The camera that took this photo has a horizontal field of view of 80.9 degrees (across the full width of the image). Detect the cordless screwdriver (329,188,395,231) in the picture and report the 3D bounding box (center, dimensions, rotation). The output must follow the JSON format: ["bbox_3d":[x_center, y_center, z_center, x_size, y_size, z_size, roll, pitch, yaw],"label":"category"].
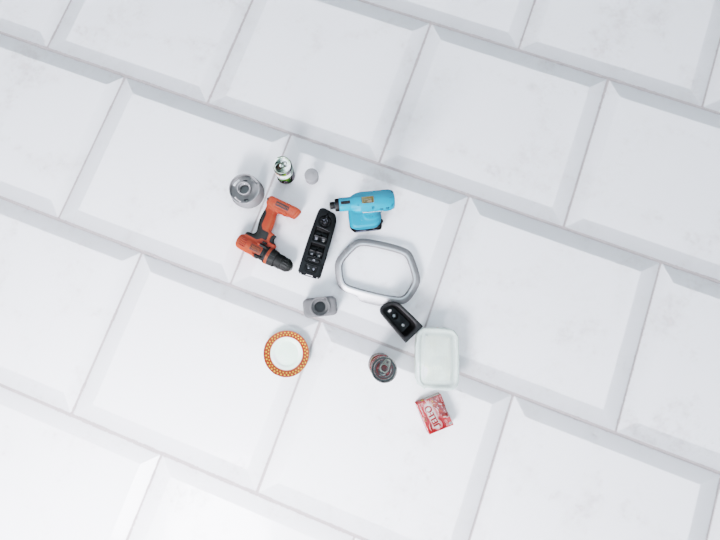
[{"bbox_3d":[-0.004,-0.158,1.138,0.159,0.247,0.075,-5,85,-3],"label":"cordless screwdriver"}]

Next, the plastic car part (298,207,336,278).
[{"bbox_3d":[-0.119,-0.078,1.220,0.067,0.066,0.204,16,82,1],"label":"plastic car part"}]

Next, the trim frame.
[{"bbox_3d":[0.048,0.006,1.222,0.250,0.027,0.185,12,82,3],"label":"trim frame"}]

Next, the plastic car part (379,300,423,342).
[{"bbox_3d":[0.104,0.134,1.180,0.066,0.070,0.118,-43,84,-5],"label":"plastic car part"}]
